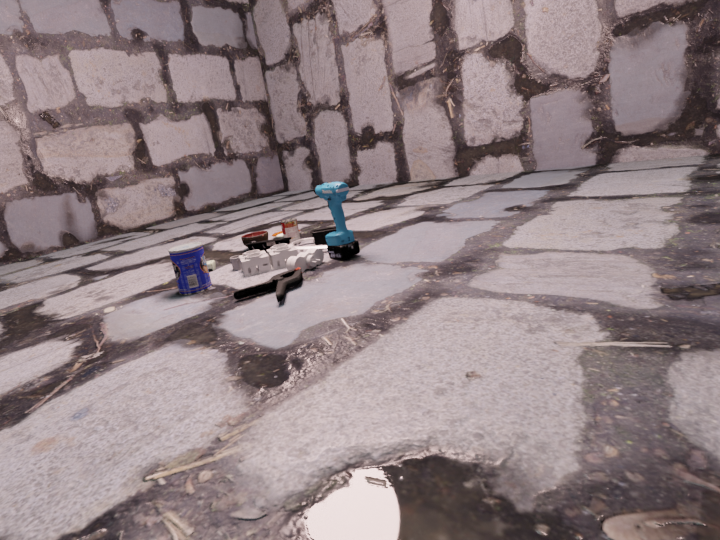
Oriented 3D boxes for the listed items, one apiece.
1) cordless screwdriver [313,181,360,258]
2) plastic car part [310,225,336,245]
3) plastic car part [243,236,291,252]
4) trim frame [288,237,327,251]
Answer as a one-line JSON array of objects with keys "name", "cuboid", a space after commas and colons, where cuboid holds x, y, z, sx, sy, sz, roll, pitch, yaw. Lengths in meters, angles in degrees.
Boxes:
[{"name": "cordless screwdriver", "cuboid": [-0.087, -0.166, 1.385, 0.072, 0.244, 0.167, -18, 16, -34]}, {"name": "plastic car part", "cuboid": [-0.129, -0.124, 1.574, 0.114, 0.069, 0.068, -14, 15, -15]}, {"name": "plastic car part", "cuboid": [-0.353, -0.092, 1.606, 0.212, 0.066, 0.065, 0, 18, 31]}, {"name": "trim frame", "cuboid": [-0.156, -0.102, 1.592, 0.257, 0.027, 0.182, -3, 18, 21]}]
